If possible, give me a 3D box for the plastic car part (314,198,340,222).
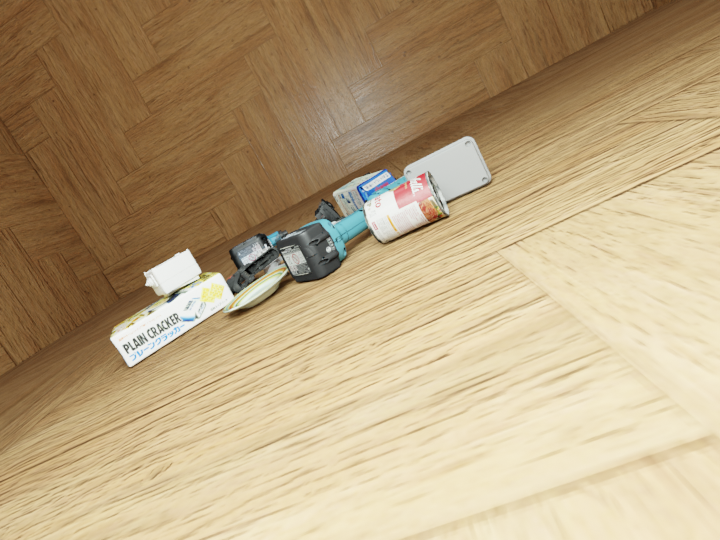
[{"bbox_3d":[-0.095,-0.157,1.162,0.067,0.065,0.206,-53,12,11],"label":"plastic car part"}]

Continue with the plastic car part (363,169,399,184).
[{"bbox_3d":[0.037,-0.226,1.111,0.115,0.070,0.068,-29,10,-13],"label":"plastic car part"}]

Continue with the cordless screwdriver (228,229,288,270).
[{"bbox_3d":[-0.254,-0.059,1.095,0.158,0.073,0.253,-30,11,-7],"label":"cordless screwdriver"}]

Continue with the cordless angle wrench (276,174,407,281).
[{"bbox_3d":[0.040,-0.116,0.750,0.414,0.073,0.102,-37,15,-35],"label":"cordless angle wrench"}]

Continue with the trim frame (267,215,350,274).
[{"bbox_3d":[-0.083,-0.054,0.848,0.244,0.027,0.191,-35,15,-30],"label":"trim frame"}]
